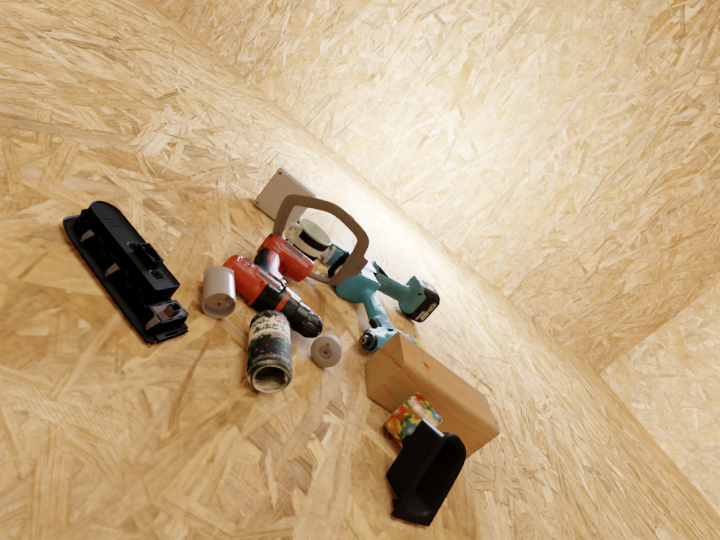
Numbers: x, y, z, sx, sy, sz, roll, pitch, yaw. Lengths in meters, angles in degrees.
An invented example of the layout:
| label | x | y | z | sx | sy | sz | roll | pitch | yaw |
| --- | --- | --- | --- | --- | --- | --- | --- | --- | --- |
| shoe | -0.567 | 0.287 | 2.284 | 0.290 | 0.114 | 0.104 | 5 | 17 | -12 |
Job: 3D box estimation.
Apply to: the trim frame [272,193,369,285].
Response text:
| label | x | y | z | sx | sy | sz | roll | pitch | yaw |
| --- | --- | --- | --- | --- | --- | --- | --- | --- | --- |
| trim frame | -0.075 | -0.049 | 0.764 | 0.185 | 0.248 | 0.027 | 35 | 55 | 1 |

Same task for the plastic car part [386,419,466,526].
| label | x | y | z | sx | sy | sz | roll | pitch | yaw |
| --- | --- | --- | --- | --- | --- | --- | --- | --- | --- |
| plastic car part | 0.076 | 0.242 | 0.532 | 0.063 | 0.116 | 0.074 | 31 | -4 | -30 |

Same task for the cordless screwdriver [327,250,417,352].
| label | x | y | z | sx | sy | sz | roll | pitch | yaw |
| --- | --- | --- | --- | --- | --- | --- | --- | --- | --- |
| cordless screwdriver | 0.008 | 0.070 | 0.866 | 0.150 | 0.075 | 0.261 | 21 | 29 | -47 |

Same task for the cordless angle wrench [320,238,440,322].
| label | x | y | z | sx | sy | sz | roll | pitch | yaw |
| --- | --- | --- | --- | --- | --- | --- | --- | --- | --- |
| cordless angle wrench | 0.009 | 0.000 | 1.032 | 0.407 | 0.098 | 0.077 | 29 | 21 | -21 |

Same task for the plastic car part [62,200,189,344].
| label | x | y | z | sx | sy | sz | roll | pitch | yaw |
| --- | --- | --- | --- | --- | --- | --- | --- | --- | --- |
| plastic car part | -0.272 | -0.010 | 0.493 | 0.209 | 0.067 | 0.064 | 42 | 24 | 15 |
